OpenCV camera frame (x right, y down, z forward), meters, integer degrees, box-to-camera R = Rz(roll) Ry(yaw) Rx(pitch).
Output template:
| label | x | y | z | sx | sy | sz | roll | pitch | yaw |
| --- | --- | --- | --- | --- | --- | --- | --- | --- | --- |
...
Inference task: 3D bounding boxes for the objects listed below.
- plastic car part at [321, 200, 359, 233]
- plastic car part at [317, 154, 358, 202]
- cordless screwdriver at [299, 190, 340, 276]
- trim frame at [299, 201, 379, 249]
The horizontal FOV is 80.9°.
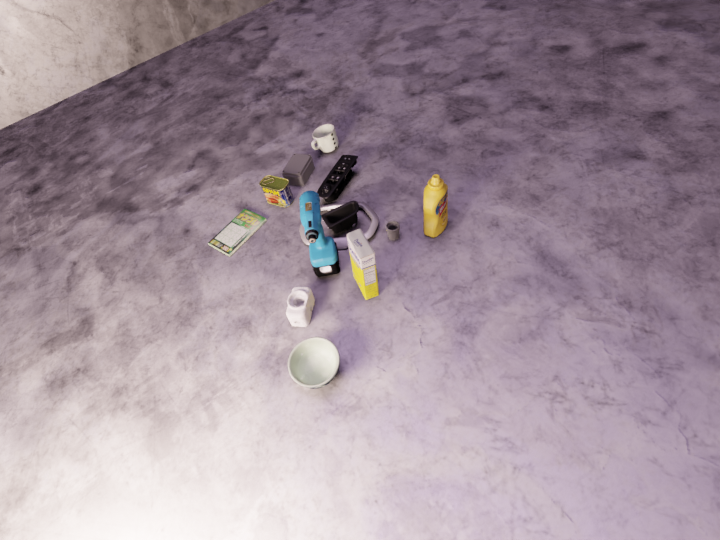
| label | x | y | z | sx | sy | sz | roll | pitch | yaw |
| --- | --- | --- | --- | --- | --- | --- | --- | --- | --- |
| plastic car part | -0.051 | -0.152 | 1.273 | 0.115 | 0.068 | 0.069 | -26 | 50 | -8 |
| plastic car part | -0.077 | -0.300 | 1.403 | 0.069 | 0.064 | 0.203 | 18 | 58 | 25 |
| cordless screwdriver | -0.108 | -0.071 | 1.109 | 0.075 | 0.238 | 0.165 | -10 | 50 | 2 |
| trim frame | -0.068 | -0.140 | 1.295 | 0.253 | 0.026 | 0.189 | -5 | 51 | 11 |
